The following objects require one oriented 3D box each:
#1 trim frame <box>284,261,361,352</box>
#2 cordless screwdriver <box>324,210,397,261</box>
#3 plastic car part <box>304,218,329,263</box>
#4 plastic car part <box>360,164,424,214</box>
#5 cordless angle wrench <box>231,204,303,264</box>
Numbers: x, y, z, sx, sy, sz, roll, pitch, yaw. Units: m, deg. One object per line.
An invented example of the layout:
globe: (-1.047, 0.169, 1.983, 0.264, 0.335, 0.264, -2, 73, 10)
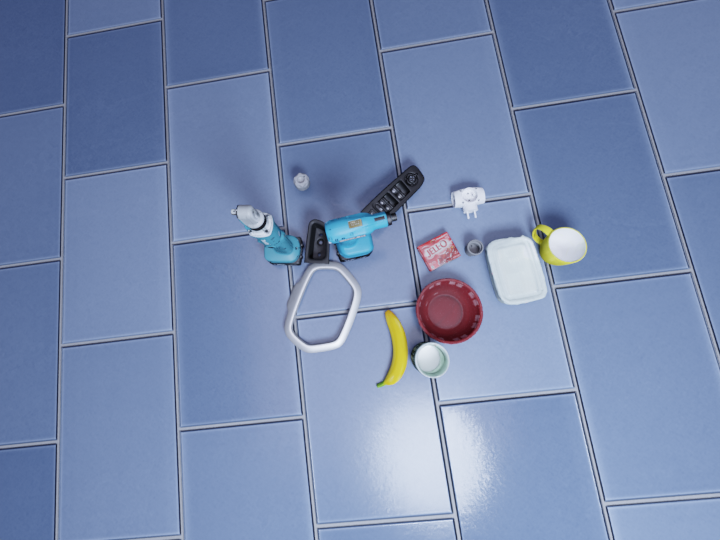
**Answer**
trim frame: (-0.102, 0.095, 1.113, 0.187, 0.027, 0.249, 18, 81, 9)
cordless screwdriver: (0.003, -0.086, 1.027, 0.160, 0.244, 0.075, -13, 81, 0)
plastic car part: (-0.110, -0.072, 1.126, 0.067, 0.069, 0.118, 3, 80, 4)
plastic car part: (0.090, -0.194, 1.131, 0.068, 0.066, 0.202, 44, 86, 9)
cordless angle wrench: (-0.204, -0.078, 0.961, 0.099, 0.416, 0.075, 1, 82, 1)
